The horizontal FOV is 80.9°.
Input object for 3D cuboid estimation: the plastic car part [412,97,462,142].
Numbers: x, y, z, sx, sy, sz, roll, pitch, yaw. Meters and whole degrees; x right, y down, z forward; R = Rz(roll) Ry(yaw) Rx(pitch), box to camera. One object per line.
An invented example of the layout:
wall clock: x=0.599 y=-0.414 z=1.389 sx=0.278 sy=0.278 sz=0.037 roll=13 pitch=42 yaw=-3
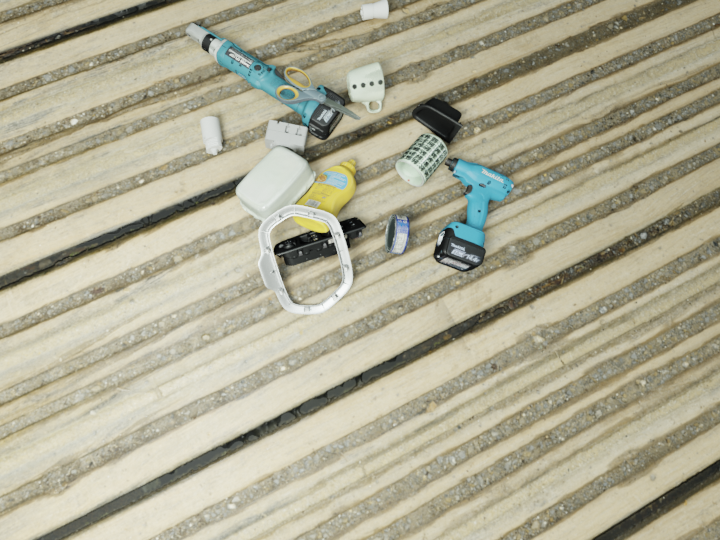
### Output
plastic car part: x=0.191 y=-0.370 z=1.003 sx=0.118 sy=0.065 sz=0.070 roll=38 pitch=63 yaw=6

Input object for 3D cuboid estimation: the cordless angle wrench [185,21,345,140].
cordless angle wrench: x=-0.234 y=-0.456 z=0.984 sx=0.427 sy=0.073 sz=0.098 roll=34 pitch=78 yaw=5

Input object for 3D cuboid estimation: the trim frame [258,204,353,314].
trim frame: x=-0.114 y=-0.016 z=0.870 sx=0.184 sy=0.028 sz=0.241 roll=-14 pitch=112 yaw=0

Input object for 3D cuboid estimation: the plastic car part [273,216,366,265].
plastic car part: x=-0.090 y=-0.059 z=0.918 sx=0.200 sy=0.065 sz=0.069 roll=-15 pitch=36 yaw=-9

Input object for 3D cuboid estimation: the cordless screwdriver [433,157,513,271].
cordless screwdriver: x=0.230 y=-0.132 z=0.949 sx=0.160 sy=0.074 sz=0.250 roll=25 pitch=74 yaw=0
